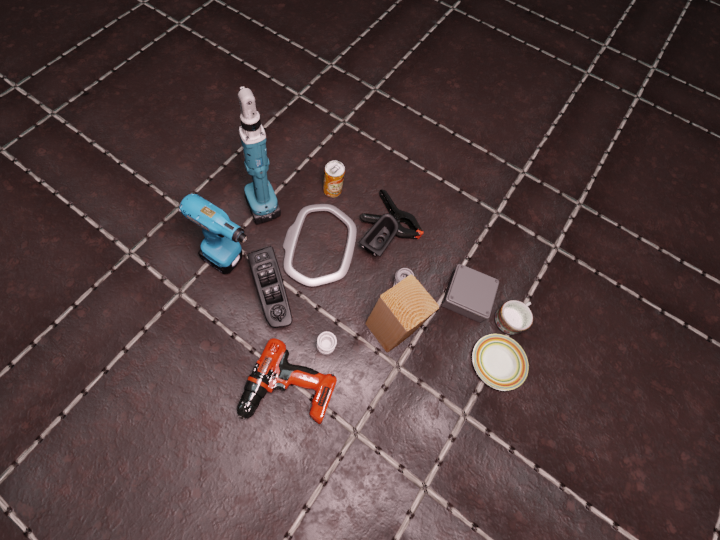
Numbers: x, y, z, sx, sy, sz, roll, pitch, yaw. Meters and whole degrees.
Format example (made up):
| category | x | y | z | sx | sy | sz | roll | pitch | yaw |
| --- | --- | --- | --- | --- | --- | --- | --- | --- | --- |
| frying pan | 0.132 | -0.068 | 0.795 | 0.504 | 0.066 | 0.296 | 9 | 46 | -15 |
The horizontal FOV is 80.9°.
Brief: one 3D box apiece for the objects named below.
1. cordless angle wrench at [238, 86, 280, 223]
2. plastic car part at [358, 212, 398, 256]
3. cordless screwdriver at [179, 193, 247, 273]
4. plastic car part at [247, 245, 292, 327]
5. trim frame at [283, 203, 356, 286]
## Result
| category | x | y | z | sx | sy | sz | roll | pitch | yaw |
| --- | --- | --- | --- | --- | --- | --- | --- | --- | --- |
| cordless angle wrench | -0.239 | -0.248 | 0.973 | 0.073 | 0.416 | 0.101 | -21 | 71 | -16 |
| plastic car part | 0.051 | -0.084 | 1.100 | 0.067 | 0.070 | 0.116 | 34 | 67 | 10 |
| cordless screwdriver | -0.319 | -0.067 | 0.978 | 0.162 | 0.244 | 0.074 | 32 | 67 | 8 |
| plastic car part | -0.218 | 0.047 | 1.027 | 0.065 | 0.066 | 0.210 | -16 | 67 | -12 |
| trim frame | -0.109 | -0.071 | 1.110 | 0.185 | 0.027 | 0.252 | 11 | 65 | 2 |
